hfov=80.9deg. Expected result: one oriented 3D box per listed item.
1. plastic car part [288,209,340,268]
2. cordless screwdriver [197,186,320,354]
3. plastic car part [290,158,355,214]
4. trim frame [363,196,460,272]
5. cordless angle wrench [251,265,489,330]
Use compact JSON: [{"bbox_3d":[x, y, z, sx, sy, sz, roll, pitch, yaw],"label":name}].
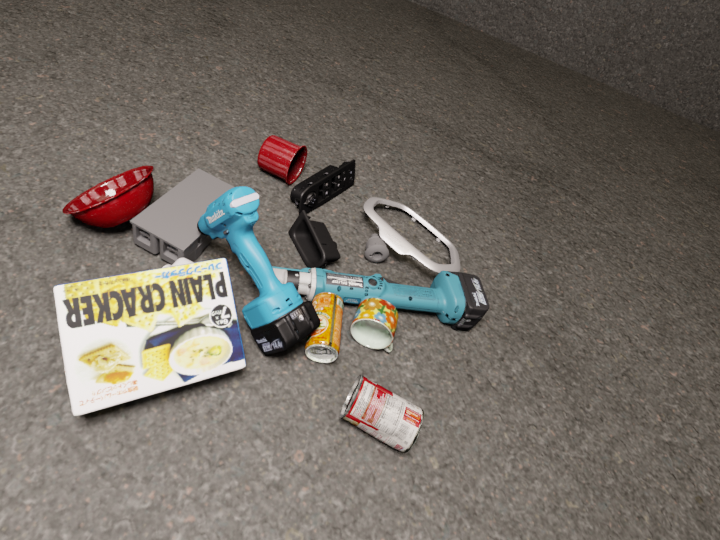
[{"bbox_3d":[-0.080,-0.052,0.821,0.068,0.066,0.121,-4,53,-43],"label":"plastic car part"},{"bbox_3d":[-0.172,0.004,0.659,0.072,0.165,0.247,-28,96,-42],"label":"cordless screwdriver"},{"bbox_3d":[-0.086,-0.192,0.939,0.069,0.065,0.200,27,45,17],"label":"plastic car part"},{"bbox_3d":[0.110,-0.079,0.903,0.257,0.027,0.178,44,34,18],"label":"trim frame"},{"bbox_3d":[0.016,0.036,0.764,0.415,0.073,0.101,7,48,-10],"label":"cordless angle wrench"}]
